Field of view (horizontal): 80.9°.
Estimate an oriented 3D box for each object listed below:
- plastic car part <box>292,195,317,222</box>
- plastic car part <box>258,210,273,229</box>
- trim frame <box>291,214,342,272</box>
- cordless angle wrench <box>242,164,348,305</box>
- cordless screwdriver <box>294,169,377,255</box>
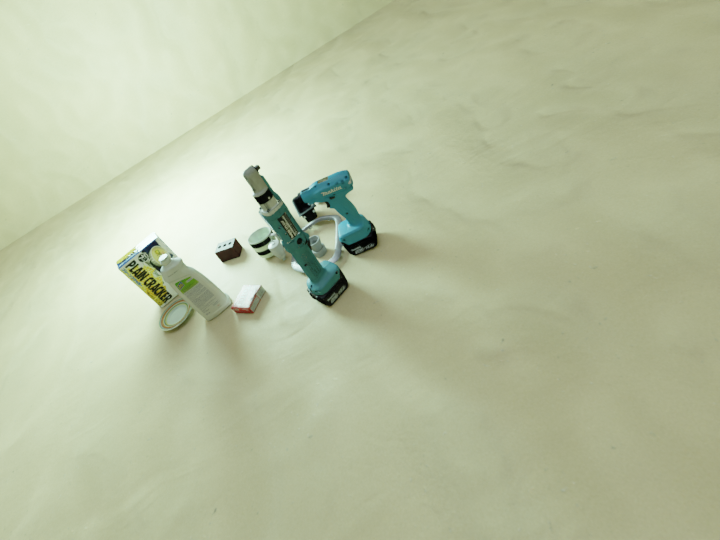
[{"bbox_3d":[-0.180,-0.204,1.418,0.066,0.067,0.123,-33,39,-1],"label":"plastic car part"},{"bbox_3d":[-0.296,-0.175,1.468,0.066,0.064,0.214,-39,40,-8],"label":"plastic car part"},{"bbox_3d":[-0.126,-0.083,1.293,0.188,0.026,0.256,-18,42,17],"label":"trim frame"},{"bbox_3d":[-0.159,-0.077,1.014,0.079,0.402,0.097,22,62,46],"label":"cordless angle wrench"},{"bbox_3d":[-0.060,-0.147,1.149,0.162,0.236,0.077,-19,40,15],"label":"cordless screwdriver"}]
